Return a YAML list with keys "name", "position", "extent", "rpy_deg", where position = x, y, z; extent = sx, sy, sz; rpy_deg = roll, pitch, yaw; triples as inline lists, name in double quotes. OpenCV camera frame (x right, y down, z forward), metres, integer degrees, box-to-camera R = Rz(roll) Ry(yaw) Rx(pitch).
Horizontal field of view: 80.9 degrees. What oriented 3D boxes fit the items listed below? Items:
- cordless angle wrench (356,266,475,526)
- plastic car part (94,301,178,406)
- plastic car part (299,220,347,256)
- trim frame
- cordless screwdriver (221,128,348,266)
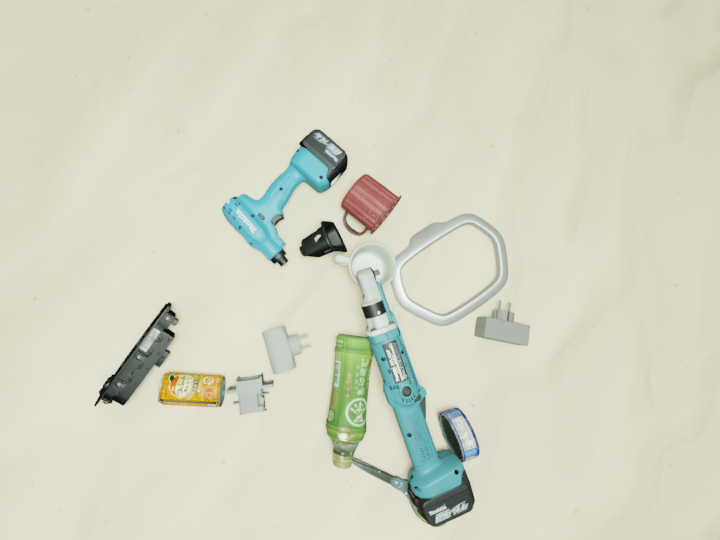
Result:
- name: "cordless angle wrench"
  position: [0.072, 0.198, 0.715]
  extent: [0.097, 0.075, 0.424]
  rpy_deg: [-19, 88, -10]
- name: "plastic car part"
  position: [-0.387, 0.155, 0.751]
  extent: [0.064, 0.069, 0.202]
  rpy_deg: [43, 78, -25]
- name: "plastic car part"
  position: [-0.076, -0.050, 0.780]
  extent: [0.072, 0.114, 0.066]
  rpy_deg: [-28, 87, 14]
- name: "trim frame"
  position: [0.175, -0.005, 0.822]
  extent: [0.247, 0.027, 0.186]
  rpy_deg: [-34, 85, -6]
- name: "cordless screwdriver"
  position: [-0.124, -0.138, 0.806]
  extent: [0.248, 0.074, 0.160]
  rpy_deg: [-43, 86, -5]
